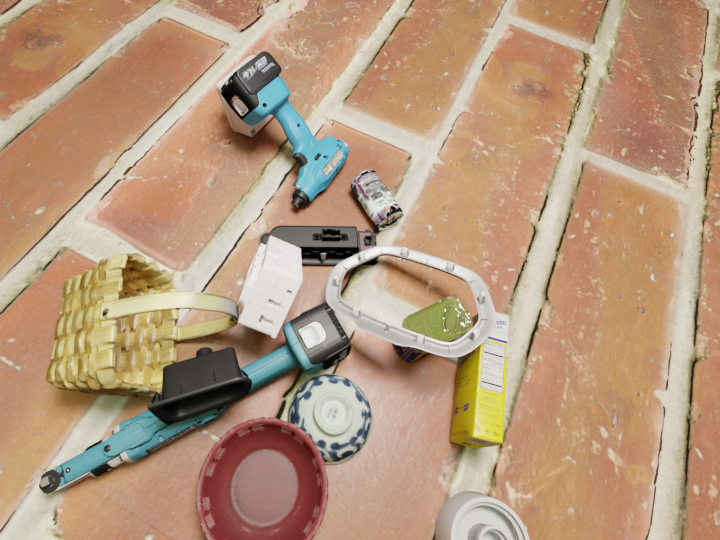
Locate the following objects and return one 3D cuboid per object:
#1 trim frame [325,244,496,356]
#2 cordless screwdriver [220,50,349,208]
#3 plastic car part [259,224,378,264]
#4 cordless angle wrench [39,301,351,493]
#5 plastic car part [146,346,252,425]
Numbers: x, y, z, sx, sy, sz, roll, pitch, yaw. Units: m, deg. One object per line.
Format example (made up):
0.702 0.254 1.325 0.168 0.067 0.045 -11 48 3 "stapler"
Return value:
0.068 0.034 0.615 0.260 0.026 0.183 21 52 24 "trim frame"
-0.138 -0.239 0.742 0.239 0.077 0.159 45 62 -23 "cordless screwdriver"
-0.070 -0.046 0.711 0.202 0.066 0.068 -1 71 -2 "plastic car part"
-0.213 0.178 0.575 0.418 0.096 0.077 -27 70 -12 "cordless angle wrench"
-0.197 0.133 0.524 0.115 0.063 0.074 -20 55 -10 "plastic car part"
